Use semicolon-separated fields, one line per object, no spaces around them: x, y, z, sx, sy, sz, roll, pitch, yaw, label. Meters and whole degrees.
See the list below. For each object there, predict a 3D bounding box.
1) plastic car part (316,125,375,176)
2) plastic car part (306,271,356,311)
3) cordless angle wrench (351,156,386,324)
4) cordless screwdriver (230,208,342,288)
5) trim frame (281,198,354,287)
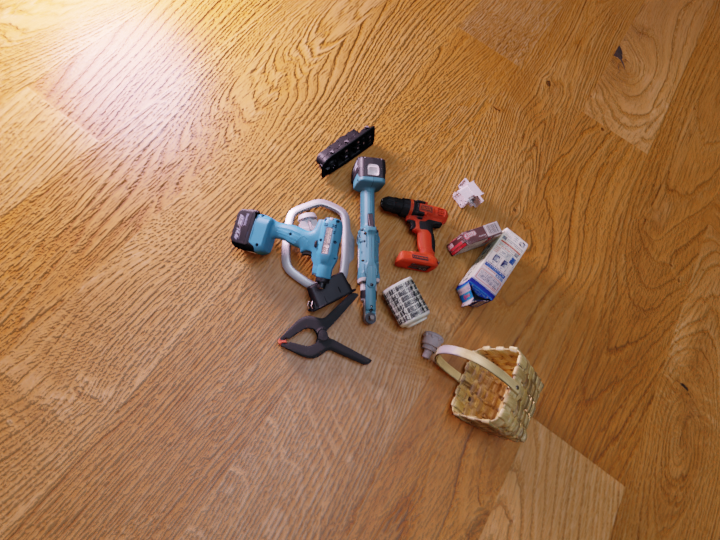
-0.046;-0.333;1.153;0.069;0.065;0.201;39;67;14;plastic car part
-0.077;0.042;0.983;0.115;0.067;0.071;-29;94;-18;plastic car part
0.020;-0.078;1.054;0.073;0.098;0.430;4;72;-12;cordless angle wrench
-0.172;-0.054;0.973;0.254;0.072;0.160;9;82;12;cordless screwdriver
-0.103;-0.068;1.056;0.182;0.027;0.254;4;66;-7;trim frame
